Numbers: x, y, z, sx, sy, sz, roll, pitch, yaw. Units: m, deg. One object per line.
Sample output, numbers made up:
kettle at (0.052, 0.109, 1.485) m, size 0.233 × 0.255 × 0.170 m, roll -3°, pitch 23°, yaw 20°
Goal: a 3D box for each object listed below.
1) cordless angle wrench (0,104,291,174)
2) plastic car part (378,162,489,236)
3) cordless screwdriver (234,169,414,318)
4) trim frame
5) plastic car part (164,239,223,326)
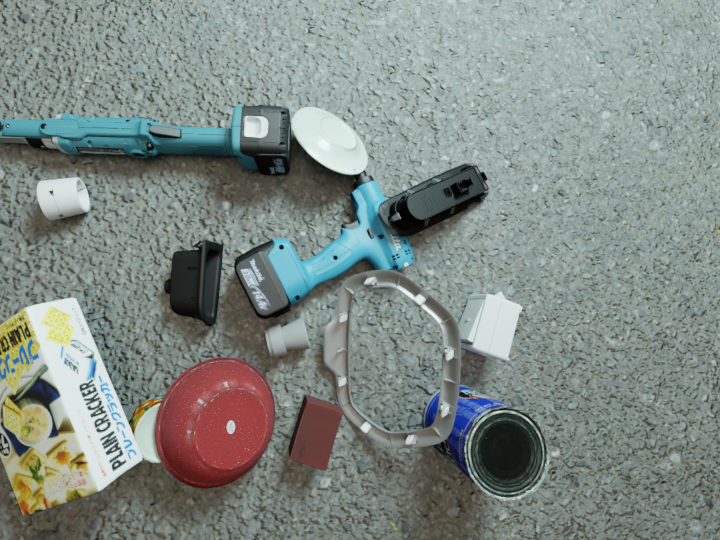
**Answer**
cordless angle wrench at (-0.312, -0.190, 0.601) m, size 0.422 × 0.097 × 0.075 m, roll 2°, pitch 83°, yaw -1°
plastic car part at (0.119, -0.105, 0.611) m, size 0.198 × 0.069 × 0.066 m, roll -26°, pitch 97°, yaw -24°
cordless screwdriver at (-0.059, -0.039, 0.605) m, size 0.245 × 0.075 × 0.161 m, roll -22°, pitch 85°, yaw -13°
trim frame at (0.034, 0.119, 0.542) m, size 0.193 × 0.027 × 0.244 m, roll 12°, pitch 109°, yaw 32°
plastic car part at (-0.236, 0.016, 0.589) m, size 0.072 × 0.064 × 0.117 m, roll 5°, pitch 85°, yaw 8°
